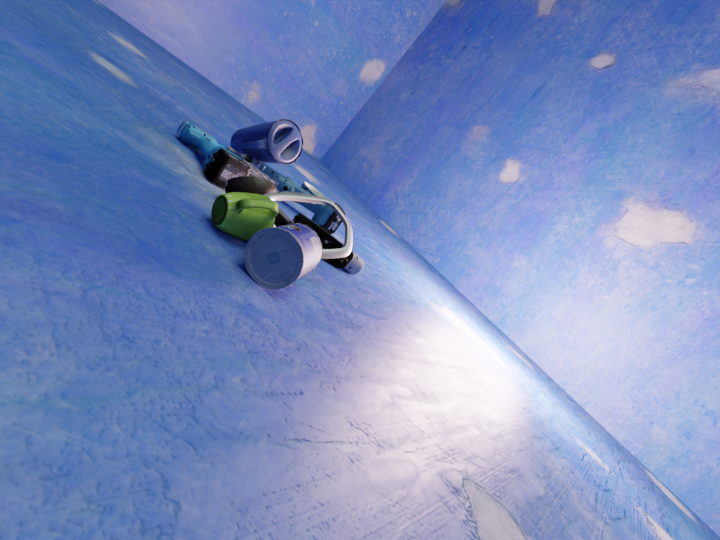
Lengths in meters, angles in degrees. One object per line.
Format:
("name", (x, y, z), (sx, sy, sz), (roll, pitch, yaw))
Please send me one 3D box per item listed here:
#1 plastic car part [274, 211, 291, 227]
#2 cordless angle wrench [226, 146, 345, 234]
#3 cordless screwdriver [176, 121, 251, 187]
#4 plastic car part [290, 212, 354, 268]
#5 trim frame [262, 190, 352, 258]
("plastic car part", (-0.159, -0.064, 0.933), (0.116, 0.066, 0.071), (44, -2, -3))
("cordless angle wrench", (-0.238, -0.260, 1.327), (0.408, 0.098, 0.077), (32, 11, -20))
("cordless screwdriver", (-0.361, -0.288, 1.088), (0.263, 0.074, 0.150), (44, 12, 36))
("plastic car part", (-0.109, -0.071, 1.111), (0.195, 0.066, 0.069), (34, -12, -21))
("trim frame", (-0.112, -0.103, 0.922), (0.237, 0.028, 0.190), (-4, 60, -41))
